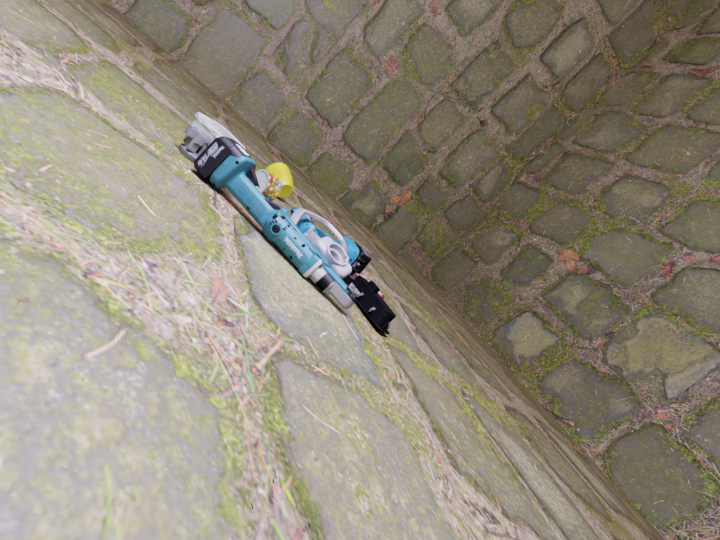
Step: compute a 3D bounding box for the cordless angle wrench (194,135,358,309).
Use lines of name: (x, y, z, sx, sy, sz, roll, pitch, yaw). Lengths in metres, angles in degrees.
cordless angle wrench: (-0.162, -0.086, 0.849, 0.427, 0.098, 0.073, 48, 10, 5)

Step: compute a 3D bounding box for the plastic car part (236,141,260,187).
plastic car part: (-0.293, -0.235, 0.993, 0.062, 0.072, 0.121, 30, 32, -59)

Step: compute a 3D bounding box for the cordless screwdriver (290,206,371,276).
cordless screwdriver: (-0.093, -0.088, 1.186, 0.236, 0.074, 0.167, 33, 13, -31)

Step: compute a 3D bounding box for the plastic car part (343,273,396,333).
plastic car part: (0.023, 0.069, 0.995, 0.062, 0.067, 0.214, 44, 8, -44)

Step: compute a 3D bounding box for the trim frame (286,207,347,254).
trim frame: (-0.098, -0.064, 1.000, 0.180, 0.028, 0.252, 38, 25, -13)
